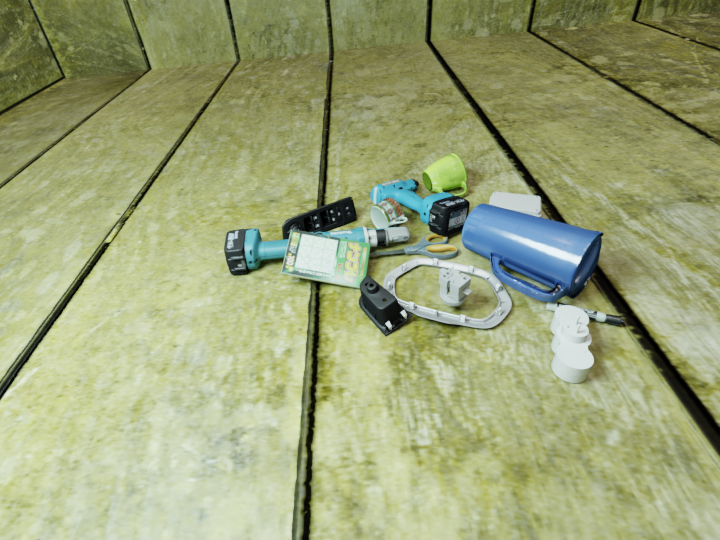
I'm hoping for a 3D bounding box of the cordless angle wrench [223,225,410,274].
[{"bbox_3d":[-0.095,-0.062,0.976,0.423,0.072,0.101,-6,40,-1],"label":"cordless angle wrench"}]

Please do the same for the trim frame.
[{"bbox_3d":[0.169,0.039,0.847,0.258,0.026,0.184,14,45,21],"label":"trim frame"}]

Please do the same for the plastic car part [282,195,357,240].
[{"bbox_3d":[-0.113,-0.131,1.067,0.199,0.064,0.071,-25,33,-21],"label":"plastic car part"}]

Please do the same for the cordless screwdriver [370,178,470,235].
[{"bbox_3d":[0.163,-0.177,1.071,0.154,0.072,0.263,-22,37,-32],"label":"cordless screwdriver"}]

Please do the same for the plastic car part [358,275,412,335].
[{"bbox_3d":[0.033,0.054,0.809,0.065,0.068,0.123,-34,48,-14],"label":"plastic car part"}]
